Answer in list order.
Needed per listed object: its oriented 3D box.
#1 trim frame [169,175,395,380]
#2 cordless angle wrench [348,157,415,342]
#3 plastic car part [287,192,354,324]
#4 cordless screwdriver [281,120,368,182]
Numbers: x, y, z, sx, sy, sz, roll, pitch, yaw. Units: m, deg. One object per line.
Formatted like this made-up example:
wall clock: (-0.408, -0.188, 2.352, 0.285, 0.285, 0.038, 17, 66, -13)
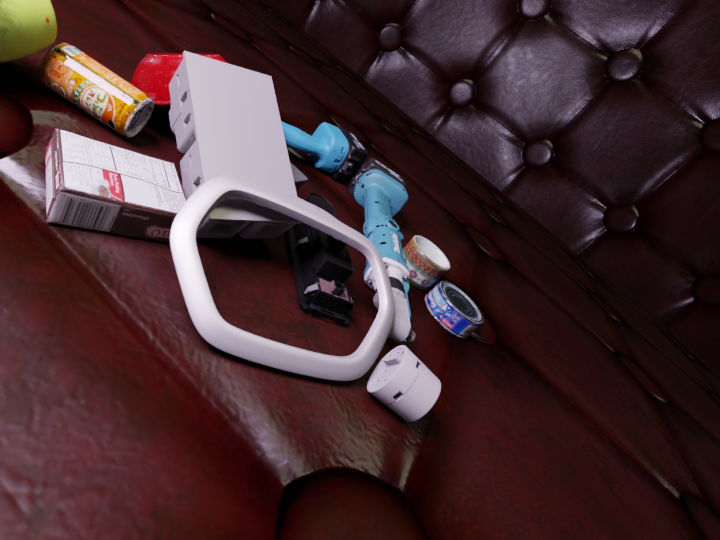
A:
trim frame: (-0.060, 0.004, 0.403, 0.237, 0.028, 0.188, 20, 57, -28)
cordless angle wrench: (0.035, -0.052, 0.646, 0.095, 0.075, 0.434, 29, 29, -19)
plastic car part: (-0.050, -0.033, 0.515, 0.063, 0.067, 0.212, 16, 30, -28)
cordless screwdriver: (-0.115, -0.252, 0.778, 0.236, 0.074, 0.167, 8, 39, -40)
